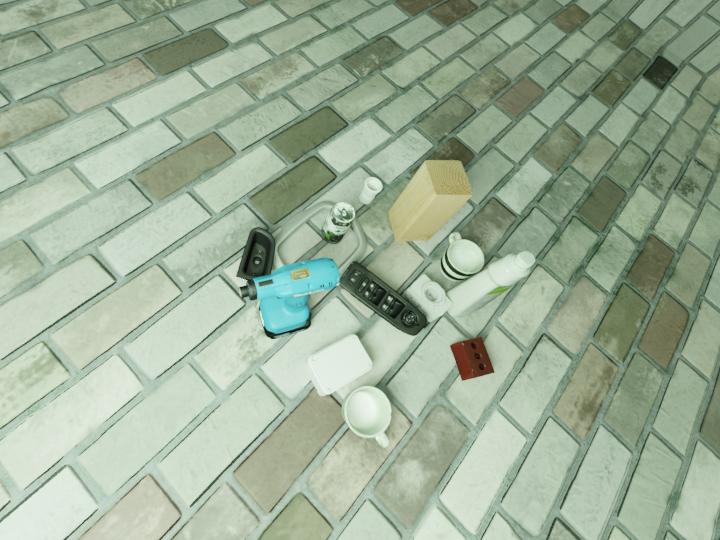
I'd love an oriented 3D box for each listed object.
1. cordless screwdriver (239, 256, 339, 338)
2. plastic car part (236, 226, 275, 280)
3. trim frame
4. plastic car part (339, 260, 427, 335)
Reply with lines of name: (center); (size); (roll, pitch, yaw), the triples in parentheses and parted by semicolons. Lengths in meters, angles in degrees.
cordless screwdriver: (-0.143, 0.056, 0.752); (0.155, 0.248, 0.076); (-12, 71, -23)
plastic car part: (-0.214, -0.022, 0.877); (0.065, 0.071, 0.119); (13, 61, -11)
trim frame: (-0.093, -0.061, 0.953); (0.187, 0.027, 0.246); (40, 61, 8)
plastic car part: (0.044, 0.070, 0.898); (0.205, 0.067, 0.066); (35, 60, 4)
